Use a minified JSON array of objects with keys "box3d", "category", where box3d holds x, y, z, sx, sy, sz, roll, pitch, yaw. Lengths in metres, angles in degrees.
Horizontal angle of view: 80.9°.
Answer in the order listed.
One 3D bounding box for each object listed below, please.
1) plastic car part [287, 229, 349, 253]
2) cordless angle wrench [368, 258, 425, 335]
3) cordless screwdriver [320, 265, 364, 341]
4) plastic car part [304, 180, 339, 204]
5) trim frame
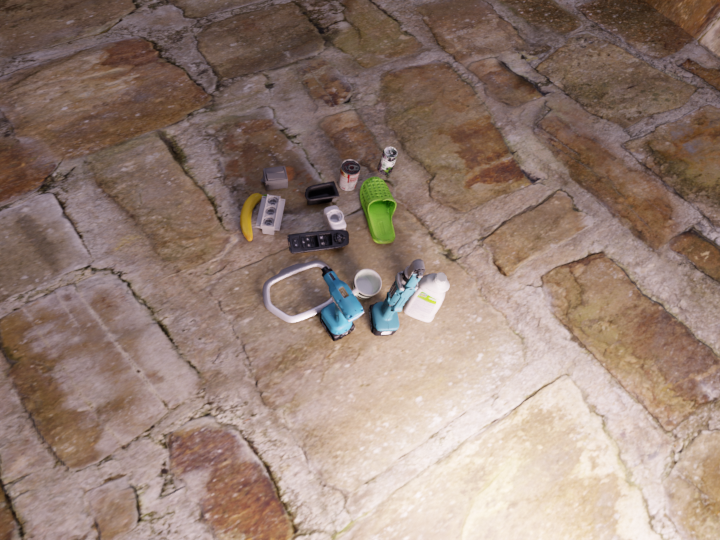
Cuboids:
[{"box3d":[-0.135,-0.088,1.377,0.200,0.066,0.068,-9,65,-10],"category":"plastic car part"},{"box3d":[0.097,0.070,1.116,0.073,0.416,0.101,-1,65,-11],"category":"cordless angle wrench"},{"box3d":[-0.069,0.096,1.186,0.073,0.245,0.165,-27,71,-20],"category":"cordless screwdriver"},{"box3d":[-0.140,-0.256,1.462,0.115,0.070,0.068,-14,67,-13],"category":"plastic car part"},{"box3d":[-0.184,0.060,1.318,0.244,0.027,0.191,-25,67,-16],"category":"trim frame"}]
